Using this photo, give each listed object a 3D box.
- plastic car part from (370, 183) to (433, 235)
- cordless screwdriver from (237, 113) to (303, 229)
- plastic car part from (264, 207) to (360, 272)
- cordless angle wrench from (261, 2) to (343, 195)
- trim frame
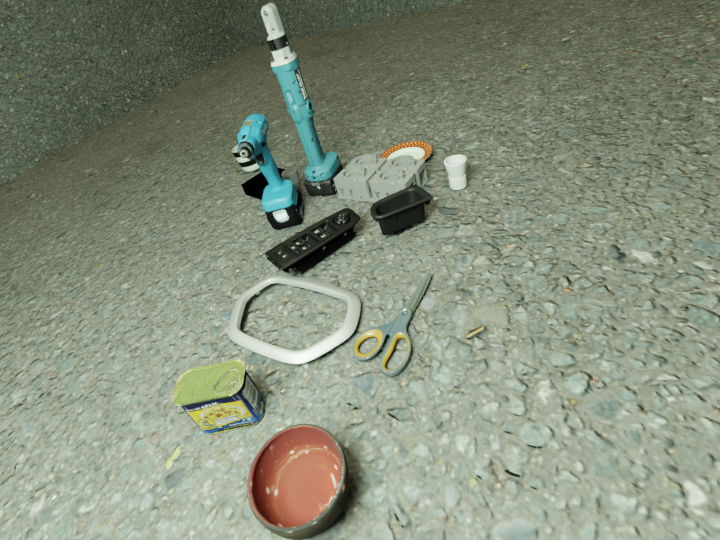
[{"bbox_3d":[0.076,-0.107,0.813,0.116,0.068,0.069,-26,37,-8],"label":"plastic car part"},{"bbox_3d":[-0.197,-0.197,0.909,0.075,0.238,0.164,-12,37,8],"label":"cordless screwdriver"},{"bbox_3d":[-0.080,-0.053,0.823,0.200,0.064,0.070,-37,40,-20],"label":"plastic car part"},{"bbox_3d":[-0.133,-0.363,0.944,0.077,0.404,0.098,2,41,26],"label":"cordless angle wrench"},{"bbox_3d":[-0.117,0.073,0.720,0.261,0.026,0.183,9,47,33],"label":"trim frame"}]
